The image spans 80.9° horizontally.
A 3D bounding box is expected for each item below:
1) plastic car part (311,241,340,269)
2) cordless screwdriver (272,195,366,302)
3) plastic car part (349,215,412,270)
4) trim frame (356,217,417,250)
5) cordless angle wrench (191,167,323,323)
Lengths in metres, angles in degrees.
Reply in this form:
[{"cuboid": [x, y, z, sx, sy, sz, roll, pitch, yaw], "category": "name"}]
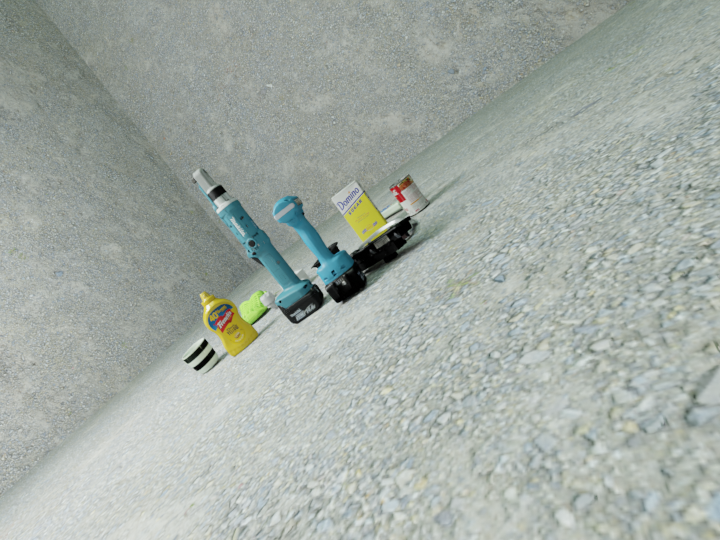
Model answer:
[{"cuboid": [-0.076, -0.026, 1.186, 0.067, 0.070, 0.116, -32, 12, 34], "category": "plastic car part"}, {"cuboid": [-0.089, -0.058, 0.913, 0.075, 0.246, 0.160, -37, 7, 10], "category": "cordless screwdriver"}, {"cuboid": [0.039, -0.046, 0.927, 0.208, 0.066, 0.065, -27, 14, 44], "category": "plastic car part"}, {"cuboid": [0.060, -0.078, 1.082, 0.185, 0.027, 0.251, -37, 12, 7], "category": "trim frame"}, {"cuboid": [-0.247, -0.067, 0.991, 0.099, 0.418, 0.074, -36, 6, 15], "category": "cordless angle wrench"}]
